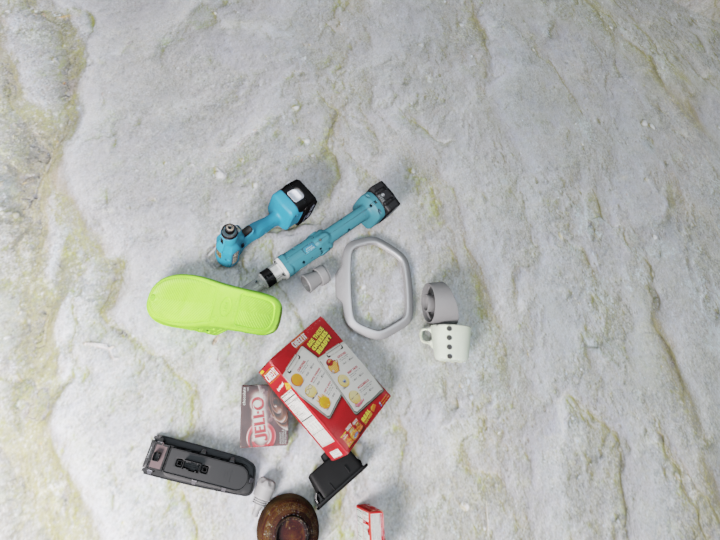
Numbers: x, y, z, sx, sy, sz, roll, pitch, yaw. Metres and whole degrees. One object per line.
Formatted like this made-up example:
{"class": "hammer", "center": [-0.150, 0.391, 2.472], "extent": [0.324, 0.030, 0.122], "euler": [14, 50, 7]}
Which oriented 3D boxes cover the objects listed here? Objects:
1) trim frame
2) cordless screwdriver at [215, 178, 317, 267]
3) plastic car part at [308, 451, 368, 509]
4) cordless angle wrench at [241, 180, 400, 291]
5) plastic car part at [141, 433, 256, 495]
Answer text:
{"class": "trim frame", "center": [0.033, 0.035, 0.978], "extent": [0.180, 0.027, 0.254], "euler": [3, 68, -12]}
{"class": "cordless screwdriver", "center": [-0.205, -0.110, 0.913], "extent": [0.245, 0.159, 0.075], "euler": [-40, 85, -26]}
{"class": "plastic car part", "center": [-0.052, 0.380, 0.797], "extent": [0.114, 0.064, 0.074], "euler": [-34, 67, -27]}
{"class": "cordless angle wrench", "center": [-0.094, -0.061, 0.957], "extent": [0.417, 0.098, 0.075], "euler": [-36, 86, -20]}
{"class": "plastic car part", "center": [-0.282, 0.350, 0.755], "extent": [0.200, 0.067, 0.067], "euler": [19, 58, -8]}
